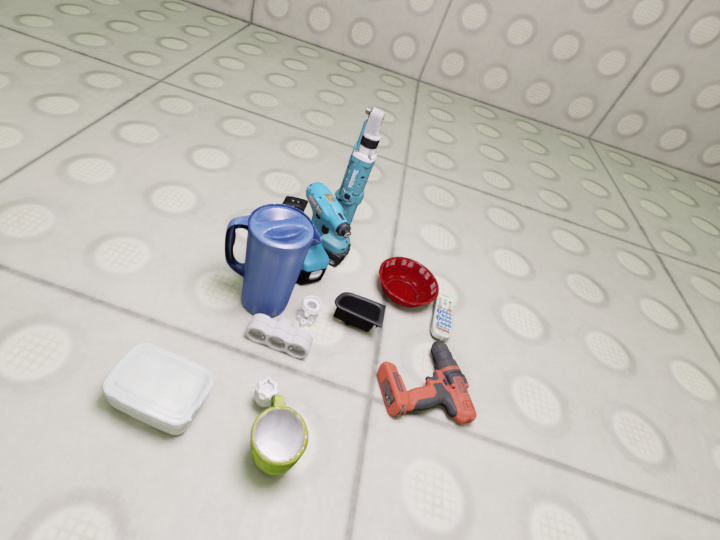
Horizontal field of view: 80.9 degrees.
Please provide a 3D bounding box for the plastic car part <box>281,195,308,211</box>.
[{"bbox_3d":[-0.202,-0.121,1.136,0.066,0.066,0.206,18,42,-3],"label":"plastic car part"}]

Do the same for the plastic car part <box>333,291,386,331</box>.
[{"bbox_3d":[-0.010,0.100,0.966,0.117,0.070,0.067,20,42,0],"label":"plastic car part"}]

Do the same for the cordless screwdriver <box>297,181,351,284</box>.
[{"bbox_3d":[-0.096,-0.062,0.977,0.072,0.246,0.167,-10,51,-32],"label":"cordless screwdriver"}]

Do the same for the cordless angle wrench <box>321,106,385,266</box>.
[{"bbox_3d":[-0.024,-0.186,1.005,0.100,0.418,0.074,31,42,8],"label":"cordless angle wrench"}]
